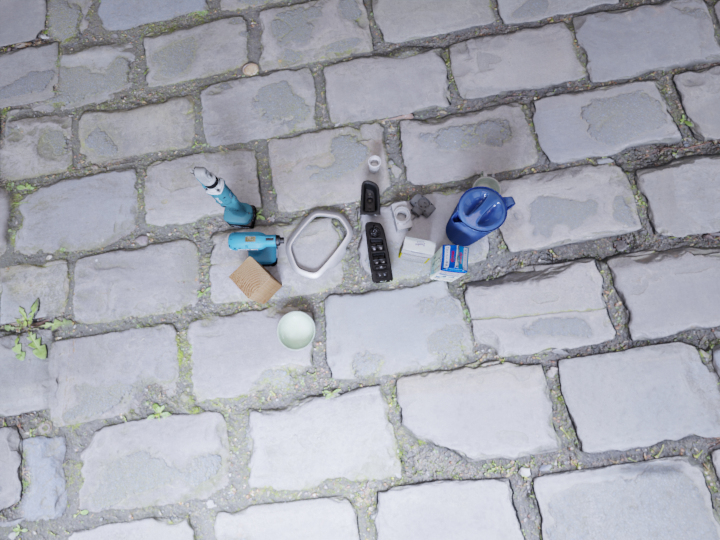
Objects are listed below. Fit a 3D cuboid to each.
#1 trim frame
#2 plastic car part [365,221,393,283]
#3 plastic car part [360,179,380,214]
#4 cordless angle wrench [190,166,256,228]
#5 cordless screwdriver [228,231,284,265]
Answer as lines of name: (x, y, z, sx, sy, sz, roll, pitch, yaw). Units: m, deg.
trim frame: (-0.137, -0.090, 1.403, 0.188, 0.027, 0.248, 37, 83, 12)
plastic car part: (0.056, -0.058, 1.359, 0.066, 0.066, 0.206, -8, 77, 1)
plastic car part: (0.031, -0.232, 1.399, 0.066, 0.069, 0.118, 0, 78, 2)
cordless angle wrench: (-0.401, -0.215, 1.256, 0.098, 0.416, 0.075, 6, 80, 1)
cordless screwdriver: (-0.296, -0.068, 1.301, 0.160, 0.244, 0.075, 0, 80, 1)
